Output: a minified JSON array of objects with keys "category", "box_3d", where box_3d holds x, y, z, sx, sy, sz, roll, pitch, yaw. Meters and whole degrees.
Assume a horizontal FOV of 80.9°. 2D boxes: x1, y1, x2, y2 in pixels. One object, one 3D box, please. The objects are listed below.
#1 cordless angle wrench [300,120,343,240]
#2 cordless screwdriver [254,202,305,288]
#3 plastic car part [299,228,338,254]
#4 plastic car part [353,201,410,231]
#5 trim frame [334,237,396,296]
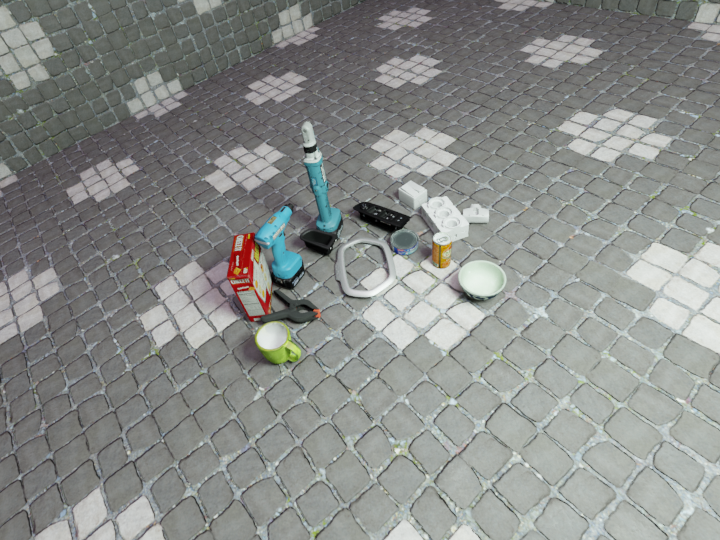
[{"category":"cordless angle wrench","box_3d":[-0.126,-0.263,1.300,0.077,0.405,0.099,7,50,15]},{"category":"cordless screwdriver","box_3d":[-0.226,-0.071,1.267,0.077,0.238,0.159,16,54,23]},{"category":"plastic car part","box_3d":[-0.134,-0.088,1.375,0.122,0.068,0.066,17,54,25]},{"category":"plastic car part","box_3d":[0.067,-0.178,1.408,0.214,0.064,0.065,29,60,32]},{"category":"trim frame","box_3d":[0.010,-0.014,1.303,0.185,0.026,0.258,-12,48,3]}]
